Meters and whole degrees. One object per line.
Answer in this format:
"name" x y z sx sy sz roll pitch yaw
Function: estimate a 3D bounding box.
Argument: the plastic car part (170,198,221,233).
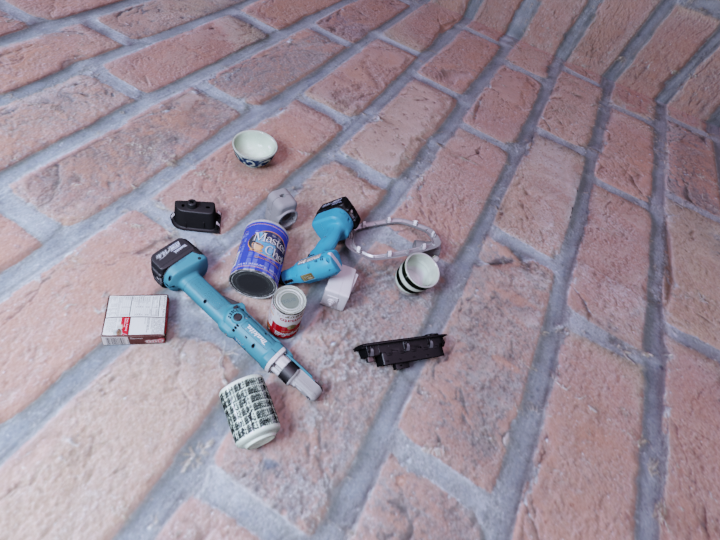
"plastic car part" -0.382 -0.134 0.979 0.114 0.070 0.068 6 51 -15

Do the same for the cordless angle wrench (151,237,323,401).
"cordless angle wrench" -0.242 0.101 0.829 0.435 0.073 0.096 39 53 14

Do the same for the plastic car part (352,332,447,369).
"plastic car part" 0.093 0.164 0.865 0.197 0.066 0.069 -8 66 -20

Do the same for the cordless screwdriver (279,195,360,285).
"cordless screwdriver" -0.095 -0.062 0.972 0.164 0.071 0.251 -18 33 29

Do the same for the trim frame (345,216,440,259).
"trim frame" 0.078 -0.082 1.045 0.241 0.027 0.194 -11 37 -22
